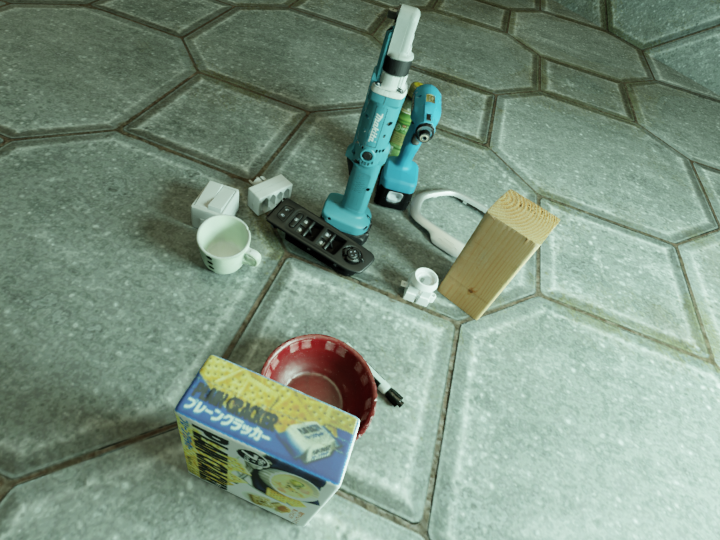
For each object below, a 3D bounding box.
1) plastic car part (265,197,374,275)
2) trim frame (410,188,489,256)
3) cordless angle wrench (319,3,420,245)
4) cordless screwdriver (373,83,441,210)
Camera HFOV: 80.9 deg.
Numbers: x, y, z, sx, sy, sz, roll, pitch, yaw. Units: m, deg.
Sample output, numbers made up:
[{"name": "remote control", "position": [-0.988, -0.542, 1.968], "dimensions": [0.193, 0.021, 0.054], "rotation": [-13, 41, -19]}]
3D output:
[{"name": "plastic car part", "position": [-0.075, -0.049, 0.765], "dimensions": [0.208, 0.066, 0.066], "rotation": [30, 49, 12]}, {"name": "trim frame", "position": [0.221, -0.096, 0.896], "dimensions": [0.257, 0.027, 0.181], "rotation": [36, 52, 18]}, {"name": "cordless angle wrench", "position": [0.014, -0.197, 0.678], "dimensions": [0.098, 0.416, 0.075], "rotation": [20, 48, -1]}, {"name": "cordless screwdriver", "position": [0.093, -0.219, 0.828], "dimensions": [0.074, 0.245, 0.162], "rotation": [15, 49, -5]}]
